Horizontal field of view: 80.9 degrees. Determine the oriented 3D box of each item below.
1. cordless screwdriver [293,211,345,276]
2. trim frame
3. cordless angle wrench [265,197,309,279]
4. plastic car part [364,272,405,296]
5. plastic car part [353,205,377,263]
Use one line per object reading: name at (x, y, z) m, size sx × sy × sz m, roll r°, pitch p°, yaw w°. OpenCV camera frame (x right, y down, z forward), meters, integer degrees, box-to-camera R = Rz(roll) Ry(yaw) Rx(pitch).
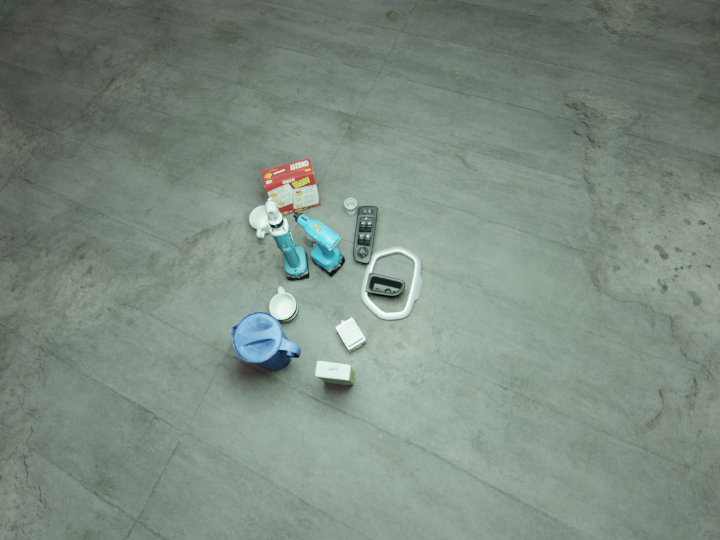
cordless screwdriver at (-0.128, -0.084, 1.314) m, size 0.165 × 0.241 × 0.074 m, roll 38°, pitch 74°, yaw 17°
trim frame at (0.103, 0.037, 1.348) m, size 0.188 × 0.026 × 0.251 m, roll 11°, pitch 68°, yaw 12°
cordless angle wrench at (-0.217, -0.083, 1.232) m, size 0.074 × 0.410 × 0.101 m, roll -8°, pitch 68°, yaw -1°
plastic car part at (0.078, 0.057, 1.319) m, size 0.119 × 0.068 × 0.067 m, roll 11°, pitch 69°, yaw 11°
plastic car part at (0.015, -0.114, 1.405) m, size 0.067 × 0.065 × 0.206 m, roll 5°, pitch 67°, yaw 7°
